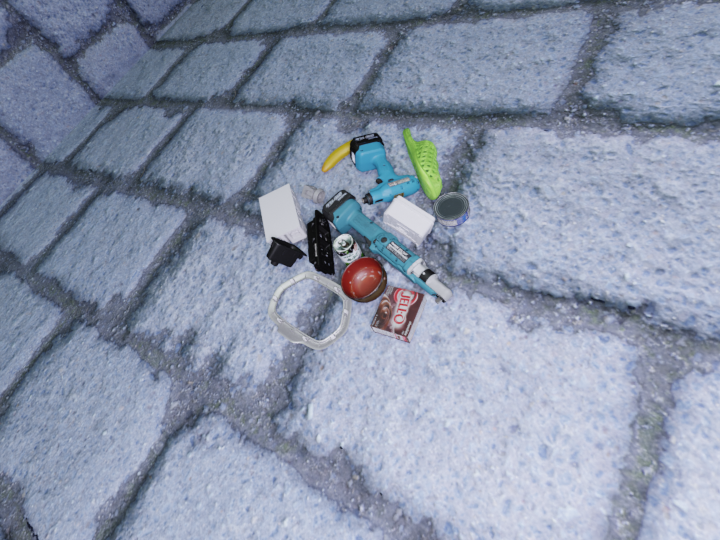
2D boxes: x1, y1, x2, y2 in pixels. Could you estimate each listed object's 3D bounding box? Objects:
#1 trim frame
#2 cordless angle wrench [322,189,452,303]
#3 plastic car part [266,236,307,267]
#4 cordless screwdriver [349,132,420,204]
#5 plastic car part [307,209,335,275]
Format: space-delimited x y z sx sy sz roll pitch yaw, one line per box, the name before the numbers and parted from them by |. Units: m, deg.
trim frame | -0.131 0.095 1.060 0.262 0.026 0.184 27 74 35
cordless angle wrench | 0.062 -0.062 1.048 0.098 0.070 0.447 -43 53 -6
plastic car part | -0.214 -0.043 1.149 0.070 0.110 0.071 36 101 37
cordless screwdriver | 0.036 -0.279 1.181 0.157 0.072 0.261 -21 52 -12
plastic car part | -0.112 -0.073 1.148 0.068 0.063 0.209 -33 47 35
